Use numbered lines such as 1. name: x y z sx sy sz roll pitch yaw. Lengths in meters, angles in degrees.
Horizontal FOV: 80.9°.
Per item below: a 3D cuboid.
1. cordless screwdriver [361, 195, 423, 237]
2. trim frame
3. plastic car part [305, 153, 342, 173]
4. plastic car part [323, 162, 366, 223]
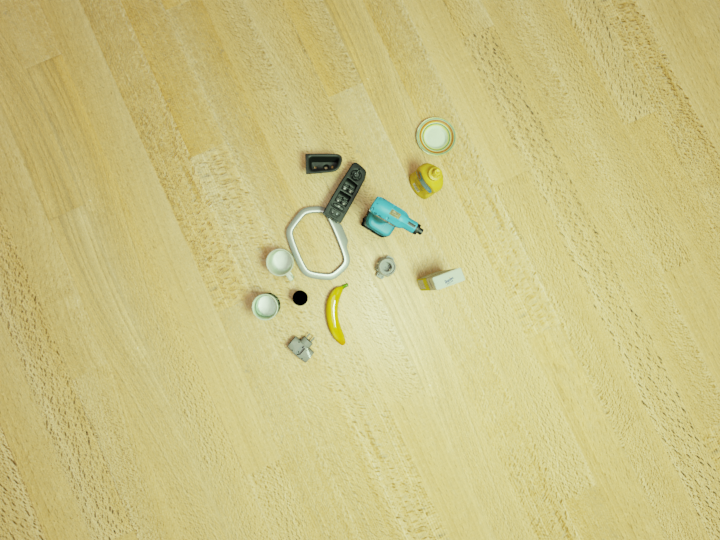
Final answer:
1. cordless screwdriver: 0.090 -0.145 1.266 0.159 0.249 0.074 31 86 -4
2. trim frame: -0.134 -0.087 1.367 0.183 0.027 0.250 -23 87 -3
3. plastic car part: -0.119 -0.339 1.364 0.116 0.071 0.066 -2 88 -3
4. plastic car part: -0.047 -0.249 1.361 0.066 0.067 0.203 29 86 -2
